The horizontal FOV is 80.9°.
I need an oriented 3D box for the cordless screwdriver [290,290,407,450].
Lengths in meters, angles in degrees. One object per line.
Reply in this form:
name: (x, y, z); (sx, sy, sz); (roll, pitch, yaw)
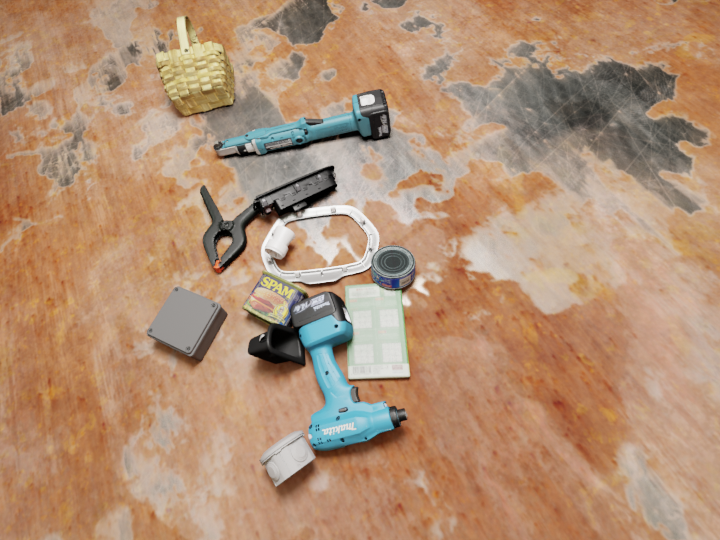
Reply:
cordless screwdriver: (-0.028, 0.159, 0.719); (0.161, 0.071, 0.257); (-20, 64, 11)

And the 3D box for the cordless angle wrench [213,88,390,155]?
cordless angle wrench: (-0.146, -0.329, 1.004); (0.428, 0.094, 0.076); (-10, 63, 8)

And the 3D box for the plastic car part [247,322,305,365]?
plastic car part: (-0.157, 0.136, 0.750); (0.072, 0.110, 0.068); (-24, 61, 21)

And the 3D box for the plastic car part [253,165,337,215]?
plastic car part: (-0.130, -0.168, 0.914); (0.200, 0.065, 0.069); (-32, 75, -19)

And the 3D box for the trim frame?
trim frame: (-0.086, -0.056, 0.879); (0.250, 0.026, 0.189); (-6, 63, 4)
